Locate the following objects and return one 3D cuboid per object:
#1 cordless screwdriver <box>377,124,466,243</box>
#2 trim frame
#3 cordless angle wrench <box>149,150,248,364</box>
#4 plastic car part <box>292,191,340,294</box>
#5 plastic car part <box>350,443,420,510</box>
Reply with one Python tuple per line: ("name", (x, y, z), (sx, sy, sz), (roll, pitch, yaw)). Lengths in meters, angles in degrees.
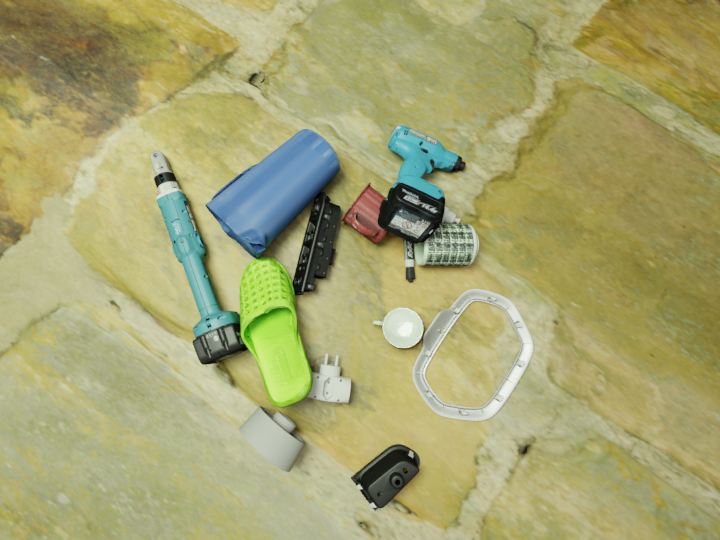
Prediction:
("cordless screwdriver", (0.119, -0.159, 0.769), (0.157, 0.074, 0.253), (20, 49, -9))
("trim frame", (0.204, 0.152, 0.769), (0.187, 0.027, 0.248), (36, 82, 8))
("cordless angle wrench", (-0.316, -0.042, 0.781), (0.074, 0.096, 0.433), (-24, 76, -4))
("plastic car part", (-0.078, -0.051, 0.794), (0.065, 0.067, 0.204), (11, 79, -15))
("plastic car part", (0.050, 0.346, 0.706), (0.116, 0.070, 0.067), (-39, 85, -5))
